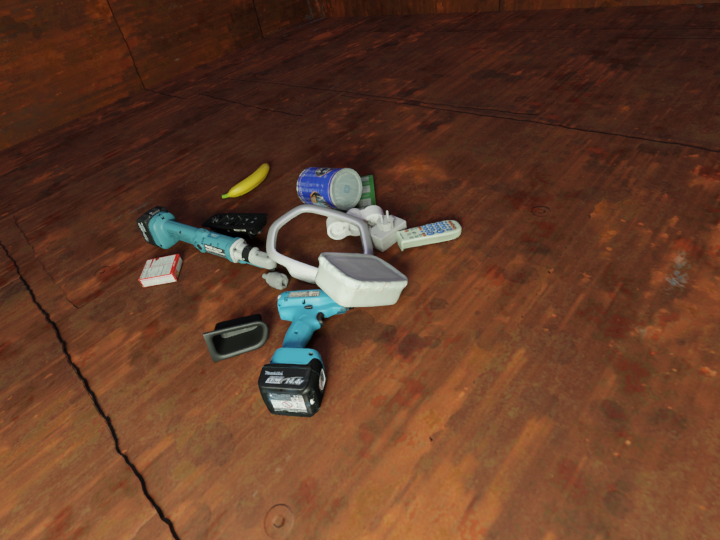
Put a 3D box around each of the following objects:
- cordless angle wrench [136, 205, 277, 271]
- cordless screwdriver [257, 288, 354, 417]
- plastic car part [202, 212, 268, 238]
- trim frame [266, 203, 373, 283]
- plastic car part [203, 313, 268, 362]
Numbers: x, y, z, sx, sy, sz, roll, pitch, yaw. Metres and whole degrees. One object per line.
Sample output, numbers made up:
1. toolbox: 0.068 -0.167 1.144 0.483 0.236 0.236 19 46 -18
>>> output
1. cordless angle wrench: -0.381 -0.072 1.047 0.443 0.094 0.074 16 44 27
2. cordless screwdriver: -0.083 0.125 0.739 0.162 0.071 0.255 -6 37 8
3. plastic car part: -0.320 -0.114 1.086 0.213 0.064 0.066 9 52 31
4. trim frame: -0.092 -0.060 0.938 0.256 0.026 0.185 18 66 15
5. plastic car part: -0.233 0.117 0.809 0.115 0.064 0.074 -17 25 -8
